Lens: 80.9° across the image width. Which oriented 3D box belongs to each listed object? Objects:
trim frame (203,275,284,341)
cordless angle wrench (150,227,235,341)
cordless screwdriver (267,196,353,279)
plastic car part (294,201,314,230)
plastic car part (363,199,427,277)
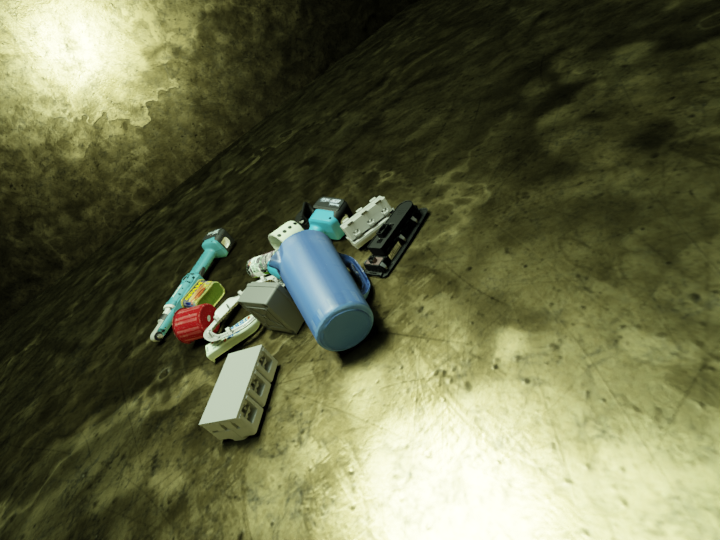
[{"bbox_3d":[-0.279,0.082,1.021,0.192,0.026,0.247,-11,32,40],"label":"trim frame"},{"bbox_3d":[-0.525,0.040,1.313,0.101,0.071,0.428,-14,40,33],"label":"cordless angle wrench"},{"bbox_3d":[-0.101,-0.066,1.031,0.168,0.070,0.248,18,62,37],"label":"cordless screwdriver"},{"bbox_3d":[-0.163,-0.140,1.209,0.071,0.063,0.120,-43,24,17],"label":"plastic car part"},{"bbox_3d":[0.069,-0.078,0.900,0.069,0.064,0.202,-3,42,54],"label":"plastic car part"}]
